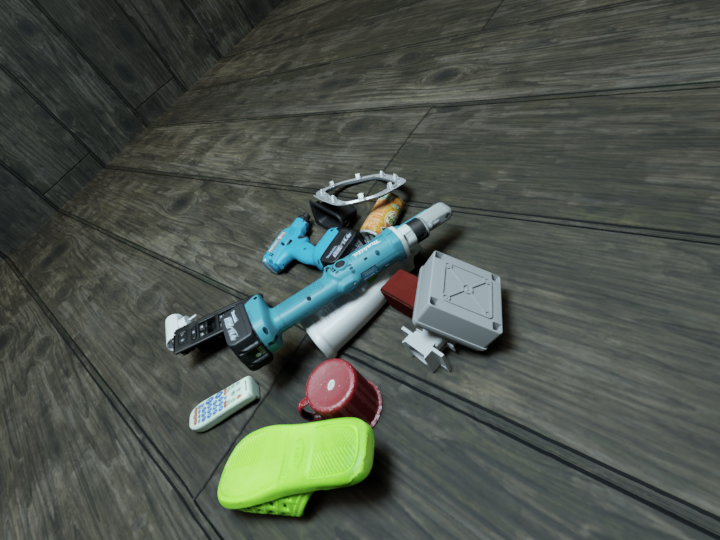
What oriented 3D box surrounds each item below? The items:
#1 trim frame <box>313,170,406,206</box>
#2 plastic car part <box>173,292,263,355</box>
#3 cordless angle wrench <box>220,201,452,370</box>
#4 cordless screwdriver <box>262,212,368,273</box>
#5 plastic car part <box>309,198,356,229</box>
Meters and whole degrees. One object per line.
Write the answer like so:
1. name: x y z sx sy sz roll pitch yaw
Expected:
1. trim frame: -0.009 -0.180 0.917 0.182 0.027 0.259 -21 25 -10
2. plastic car part: -0.278 0.117 0.859 0.203 0.064 0.069 -29 33 3
3. cordless angle wrench: -0.026 0.008 0.698 0.421 0.071 0.103 -32 39 -4
4. cordless screwdriver: -0.087 -0.057 0.888 0.262 0.070 0.159 8 57 43
5. plastic car part: -0.051 -0.129 0.943 0.070 0.063 0.123 -37 41 -24
